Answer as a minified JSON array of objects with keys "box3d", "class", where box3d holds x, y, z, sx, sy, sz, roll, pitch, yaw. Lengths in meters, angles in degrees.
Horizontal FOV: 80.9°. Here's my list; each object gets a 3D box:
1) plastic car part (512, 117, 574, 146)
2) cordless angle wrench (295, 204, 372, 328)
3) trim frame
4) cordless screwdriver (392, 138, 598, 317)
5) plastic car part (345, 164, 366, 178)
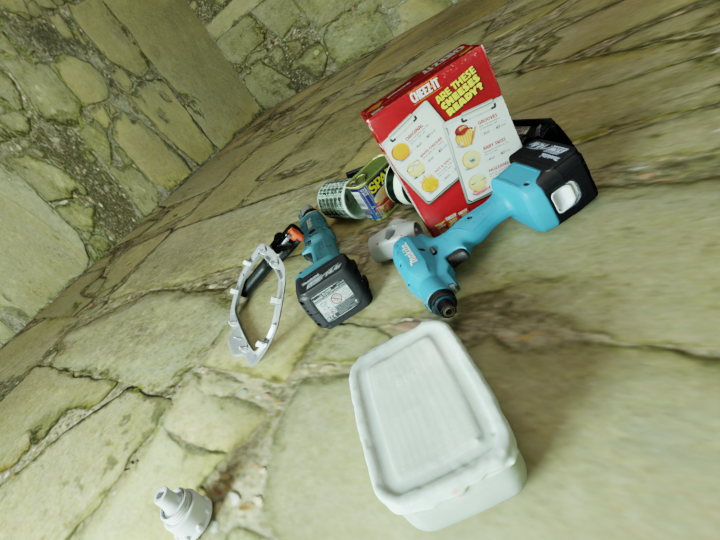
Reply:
[{"box3d":[0.232,-0.204,0.687,0.067,0.063,0.213,-61,30,7],"class":"plastic car part"},{"box3d":[-0.076,-0.050,0.775,0.098,0.071,0.438,-34,27,4],"class":"cordless angle wrench"},{"box3d":[-0.181,0.051,0.712,0.261,0.026,0.183,35,105,57],"class":"trim frame"},{"box3d":[0.162,-0.049,0.518,0.250,0.071,0.165,-35,29,9],"class":"cordless screwdriver"},{"box3d":[0.040,-0.204,0.891,0.120,0.064,0.071,-18,18,24],"class":"plastic car part"}]
